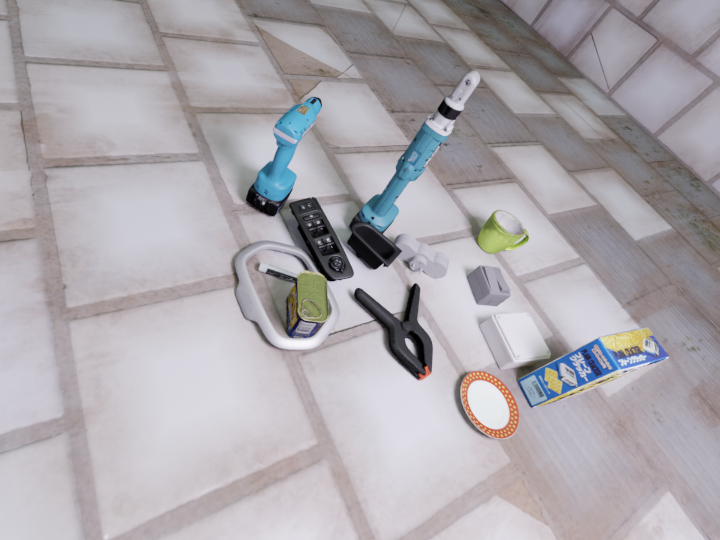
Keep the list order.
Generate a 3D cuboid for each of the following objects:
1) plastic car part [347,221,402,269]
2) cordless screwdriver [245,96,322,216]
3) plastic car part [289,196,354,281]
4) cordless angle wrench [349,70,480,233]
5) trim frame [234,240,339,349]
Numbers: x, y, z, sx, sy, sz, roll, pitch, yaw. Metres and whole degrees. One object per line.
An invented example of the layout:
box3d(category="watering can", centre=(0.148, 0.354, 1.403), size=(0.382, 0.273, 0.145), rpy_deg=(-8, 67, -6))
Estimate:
box3d(category="plastic car part", centre=(0.019, -0.048, 0.929), size=(0.119, 0.071, 0.065), rpy_deg=(41, 47, 8))
box3d(category="cordless screwdriver", centre=(-0.153, -0.239, 0.882), size=(0.074, 0.249, 0.160), rpy_deg=(31, 47, -5))
box3d(category="plastic car part", centre=(-0.087, -0.057, 0.889), size=(0.064, 0.067, 0.211), rpy_deg=(-15, 61, -35))
box3d(category="cordless angle wrench", centre=(0.104, -0.214, 0.862), size=(0.075, 0.423, 0.097), rpy_deg=(41, 47, 4))
box3d(category="trim frame", centre=(-0.144, 0.040, 0.812), size=(0.177, 0.027, 0.258), rpy_deg=(-14, 61, -33))
